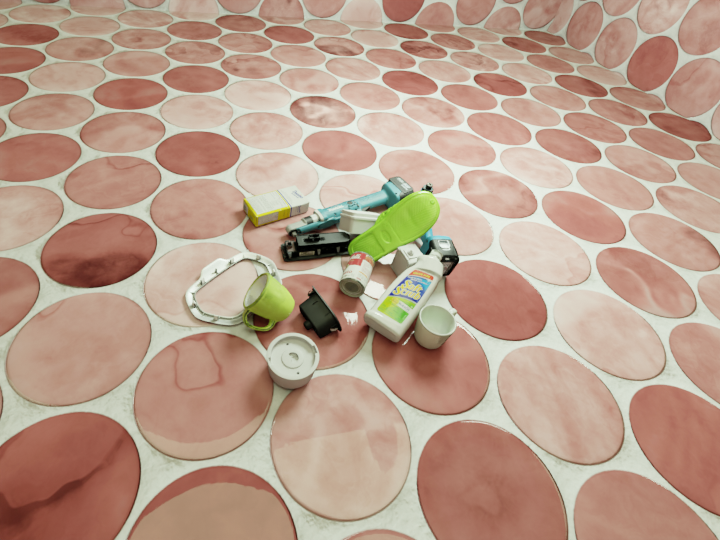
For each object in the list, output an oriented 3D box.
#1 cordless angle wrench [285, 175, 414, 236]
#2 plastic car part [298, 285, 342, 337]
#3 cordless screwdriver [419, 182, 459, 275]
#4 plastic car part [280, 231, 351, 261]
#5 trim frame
[{"bbox_3d":[-0.033,-0.181,1.263,0.412,0.072,0.103,-22,54,-24],"label":"cordless angle wrench"},{"bbox_3d":[-0.103,0.107,0.985,0.070,0.064,0.122,-29,60,-15],"label":"plastic car part"},{"bbox_3d":[0.196,-0.114,1.171,0.072,0.156,0.259,0,48,-17],"label":"cordless screwdriver"},{"bbox_3d":[-0.113,-0.074,1.153,0.198,0.065,0.069,-3,41,-16],"label":"plastic car part"},{"bbox_3d":[-0.307,0.036,1.038,0.192,0.027,0.245,32,52,22],"label":"trim frame"}]
